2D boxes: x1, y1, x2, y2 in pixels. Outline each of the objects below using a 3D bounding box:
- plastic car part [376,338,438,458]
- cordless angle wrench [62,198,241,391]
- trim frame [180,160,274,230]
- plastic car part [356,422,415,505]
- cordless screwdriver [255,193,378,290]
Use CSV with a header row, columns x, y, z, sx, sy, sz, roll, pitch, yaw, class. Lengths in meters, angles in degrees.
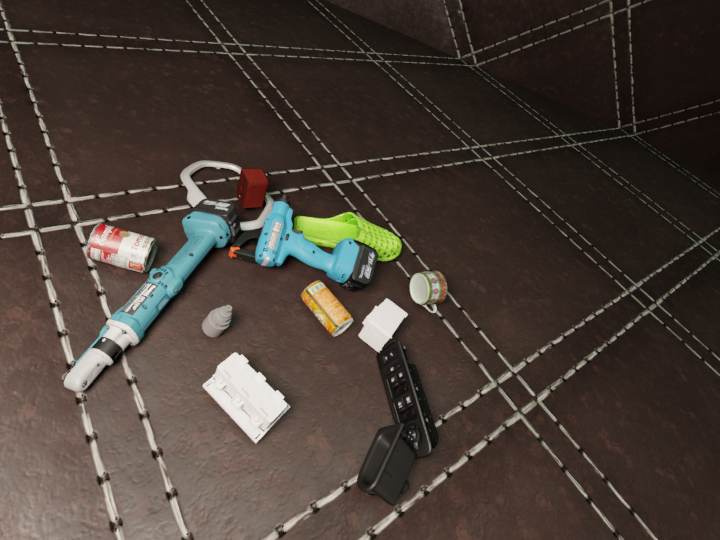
x,y,z,sx,sy,sz,roll,pitch,yaw,class
0.087,0.233,0.761,0.063,0.067,0.211,29,34,-38,plastic car part
-0.351,0.026,0.748,0.101,0.072,0.426,10,46,14,cordless angle wrench
-0.313,-0.181,0.996,0.257,0.027,0.179,45,46,17,trim frame
0.048,0.314,0.668,0.070,0.067,0.116,41,47,-7,plastic car part
-0.088,-0.057,0.898,0.243,0.075,0.161,18,67,-13,cordless screwdriver
